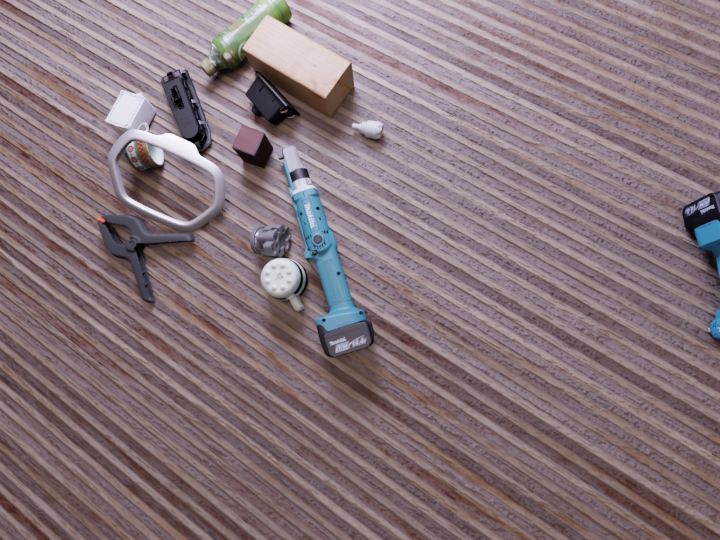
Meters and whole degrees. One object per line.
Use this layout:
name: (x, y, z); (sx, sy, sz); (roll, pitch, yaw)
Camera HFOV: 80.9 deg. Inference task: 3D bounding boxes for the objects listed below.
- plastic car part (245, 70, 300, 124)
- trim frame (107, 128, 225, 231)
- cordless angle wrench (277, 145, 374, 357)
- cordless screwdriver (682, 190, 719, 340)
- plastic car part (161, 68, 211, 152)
plastic car part: (-0.195, -0.350, 0.884); (0.071, 0.064, 0.120); (-46, 76, 13)
trim frame: (-0.393, -0.181, 0.858); (0.247, 0.028, 0.183); (25, 110, -3)
cordless angle wrench: (-0.080, -0.052, 0.816); (0.098, 0.072, 0.431); (-19, 77, 3)
cordless screwdriver: (0.613, -0.006, 0.667); (0.075, 0.156, 0.252); (-3, 80, 3)
plastic car part: (-0.376, -0.348, 0.907); (0.066, 0.066, 0.206); (-23, 82, -5)
